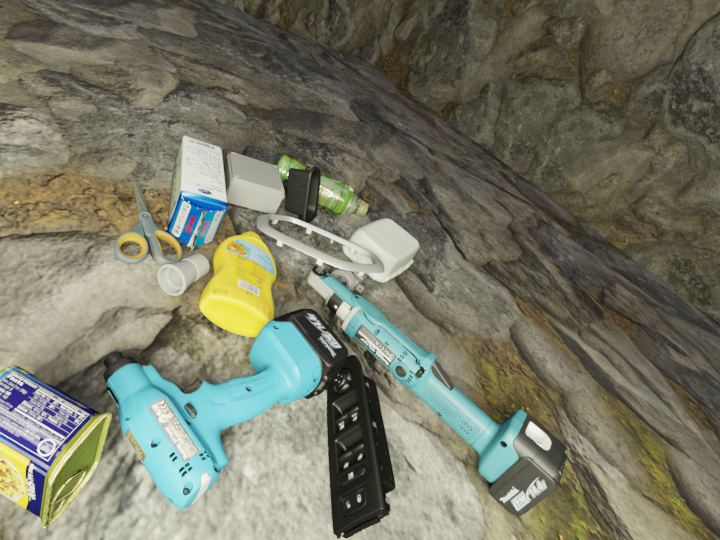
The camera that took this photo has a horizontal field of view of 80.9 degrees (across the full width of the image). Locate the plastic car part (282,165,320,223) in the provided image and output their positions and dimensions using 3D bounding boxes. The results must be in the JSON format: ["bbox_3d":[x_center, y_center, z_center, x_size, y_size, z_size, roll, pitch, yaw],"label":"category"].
[{"bbox_3d":[-0.123,-0.159,0.852,0.073,0.114,0.065,14,27,14],"label":"plastic car part"}]

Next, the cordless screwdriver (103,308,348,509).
[{"bbox_3d":[-0.139,0.113,0.469,0.165,0.074,0.241,42,36,19],"label":"cordless screwdriver"}]

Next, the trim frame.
[{"bbox_3d":[-0.073,-0.048,0.745,0.256,0.027,0.180,23,18,14],"label":"trim frame"}]

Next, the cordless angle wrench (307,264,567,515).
[{"bbox_3d":[0.072,0.135,0.609,0.441,0.097,0.071,40,31,24],"label":"cordless angle wrench"}]

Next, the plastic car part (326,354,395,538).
[{"bbox_3d":[0.001,0.187,0.487,0.064,0.067,0.211,26,29,-29],"label":"plastic car part"}]
